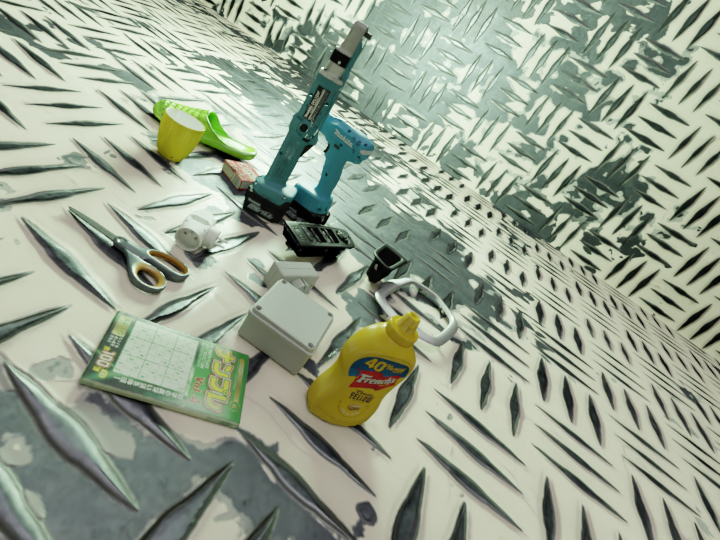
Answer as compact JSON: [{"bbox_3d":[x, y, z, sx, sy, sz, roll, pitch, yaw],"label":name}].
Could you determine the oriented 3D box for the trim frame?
[{"bbox_3d":[0.122,0.081,0.910,0.191,0.027,0.240,41,28,17],"label":"trim frame"}]

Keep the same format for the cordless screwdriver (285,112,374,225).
[{"bbox_3d":[-0.093,-0.224,0.948,0.165,0.249,0.072,44,28,18],"label":"cordless screwdriver"}]

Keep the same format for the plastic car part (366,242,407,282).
[{"bbox_3d":[0.046,-0.007,0.929,0.068,0.071,0.114,39,27,10],"label":"plastic car part"}]

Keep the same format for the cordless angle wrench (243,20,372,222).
[{"bbox_3d":[-0.108,-0.288,0.846,0.096,0.423,0.075,31,27,-9],"label":"cordless angle wrench"}]

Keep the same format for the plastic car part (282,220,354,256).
[{"bbox_3d":[-0.086,-0.056,0.876,0.194,0.067,0.069,-6,47,-51],"label":"plastic car part"}]
